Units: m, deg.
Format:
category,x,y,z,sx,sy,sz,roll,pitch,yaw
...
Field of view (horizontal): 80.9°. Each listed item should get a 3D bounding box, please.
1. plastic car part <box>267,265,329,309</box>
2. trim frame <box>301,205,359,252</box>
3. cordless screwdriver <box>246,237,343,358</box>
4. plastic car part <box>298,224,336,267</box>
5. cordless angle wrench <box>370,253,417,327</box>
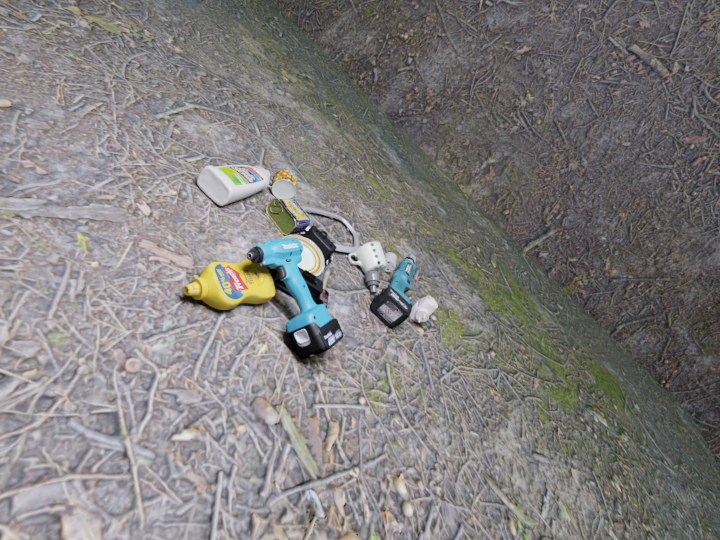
category,x,y,z,sx,sy,sz,roll,pitch,yaw
plastic car part,-0.149,0.022,0.976,0.196,0.068,0.068,30,40,-18
trim frame,-0.093,-0.126,1.278,0.236,0.028,0.192,6,46,-45
cordless screwdriver,-0.137,0.052,0.856,0.153,0.076,0.252,-11,74,-63
plastic car part,-0.111,-0.073,1.136,0.117,0.072,0.065,48,28,2
cordless angle wrench,0.128,0.030,1.300,0.098,0.075,0.420,42,26,-4
